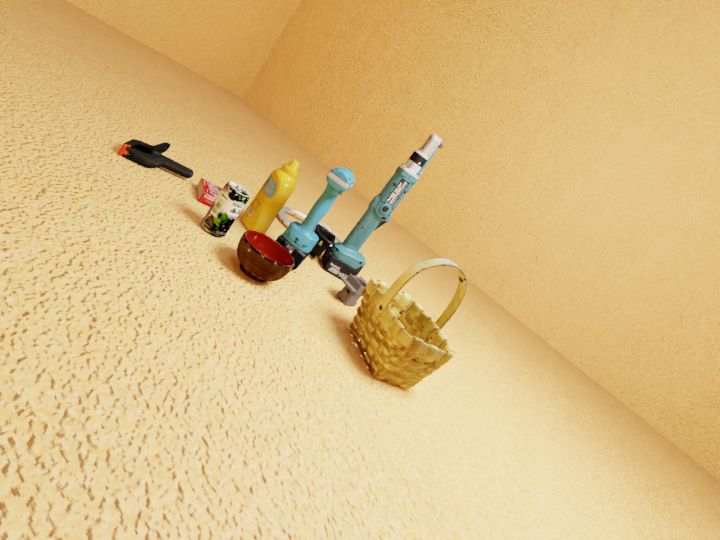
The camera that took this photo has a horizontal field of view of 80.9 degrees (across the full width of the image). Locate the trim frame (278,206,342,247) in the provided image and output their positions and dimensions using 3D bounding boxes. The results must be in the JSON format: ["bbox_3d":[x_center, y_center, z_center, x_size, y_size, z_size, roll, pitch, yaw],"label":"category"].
[{"bbox_3d":[-0.147,-0.122,1.267,0.237,0.027,0.193,27,17,-30],"label":"trim frame"}]

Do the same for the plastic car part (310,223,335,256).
[{"bbox_3d":[-0.109,-0.071,1.112,0.065,0.071,0.118,34,15,-11],"label":"plastic car part"}]

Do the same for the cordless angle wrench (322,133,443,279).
[{"bbox_3d":[0.056,-0.159,1.058,0.094,0.423,0.077,32,16,-20],"label":"cordless angle wrench"}]

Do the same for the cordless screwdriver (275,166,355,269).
[{"bbox_3d":[-0.097,-0.126,0.958,0.074,0.249,0.159,37,15,-3],"label":"cordless screwdriver"}]
